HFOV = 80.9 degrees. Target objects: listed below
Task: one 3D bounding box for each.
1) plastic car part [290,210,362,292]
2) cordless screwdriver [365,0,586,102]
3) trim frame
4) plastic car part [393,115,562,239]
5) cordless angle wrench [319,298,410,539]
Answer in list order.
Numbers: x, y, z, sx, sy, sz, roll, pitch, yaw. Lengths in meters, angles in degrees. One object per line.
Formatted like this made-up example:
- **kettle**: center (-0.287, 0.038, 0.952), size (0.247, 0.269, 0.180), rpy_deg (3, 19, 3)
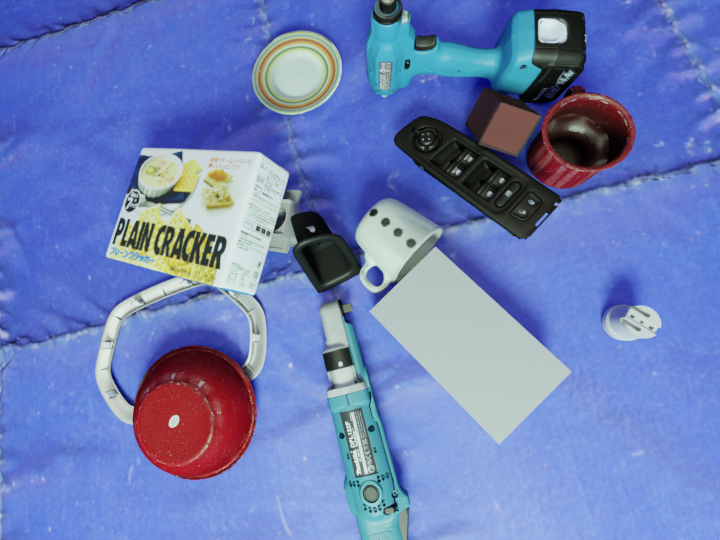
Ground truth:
- **plastic car part**: center (-0.051, -0.033, 0.518), size (0.066, 0.111, 0.074), rpy_deg (-27, 55, 1)
- **cordless screwdriver**: center (0.131, -0.268, 0.504), size (0.252, 0.156, 0.075), rpy_deg (4, 82, 7)
- **trim frame**: center (-0.242, 0.102, 0.559), size (0.249, 0.027, 0.188), rpy_deg (-21, 77, 3)
- **plastic car part**: center (0.132, -0.118, 0.518), size (0.210, 0.065, 0.066), rpy_deg (42, 95, 18)
- **cordless angle wrench**: center (0.016, 0.240, 0.468), size (0.099, 0.072, 0.432), rpy_deg (-17, 74, 4)
